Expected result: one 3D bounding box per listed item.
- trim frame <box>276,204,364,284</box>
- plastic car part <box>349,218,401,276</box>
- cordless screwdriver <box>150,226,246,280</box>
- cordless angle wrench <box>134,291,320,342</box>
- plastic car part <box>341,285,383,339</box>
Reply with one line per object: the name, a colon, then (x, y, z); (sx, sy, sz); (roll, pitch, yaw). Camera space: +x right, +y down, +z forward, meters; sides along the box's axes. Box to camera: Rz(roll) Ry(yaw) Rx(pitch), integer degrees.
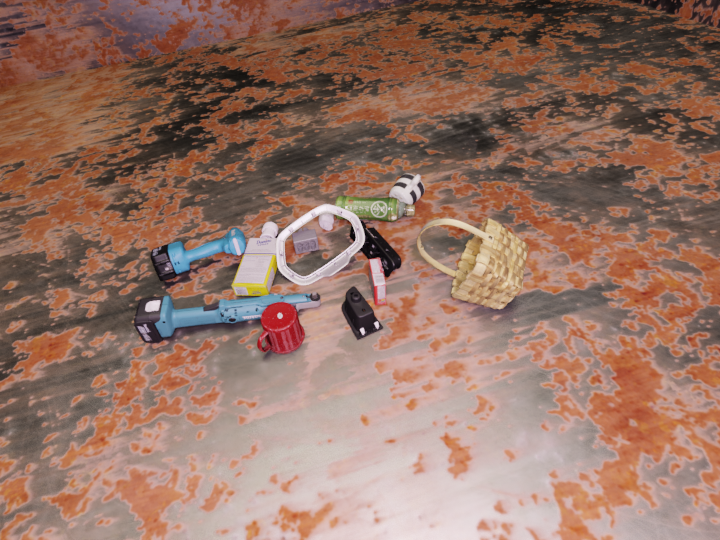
trim frame: (-0.108, -0.071, 1.104); (0.247, 0.027, 0.190); (-35, 72, -8)
plastic car part: (0.042, -0.059, 1.106); (0.064, 0.065, 0.214); (0, 38, -31)
cordless screwdriver: (-0.439, -0.059, 1.164); (0.246, 0.072, 0.166); (-18, 24, -9)
cordless angle wrench: (-0.304, 0.095, 0.997); (0.421, 0.094, 0.077); (-6, 45, -3)
plastic car part: (-0.005, 0.084, 0.963); (0.065, 0.068, 0.123); (-21, 50, -16)
